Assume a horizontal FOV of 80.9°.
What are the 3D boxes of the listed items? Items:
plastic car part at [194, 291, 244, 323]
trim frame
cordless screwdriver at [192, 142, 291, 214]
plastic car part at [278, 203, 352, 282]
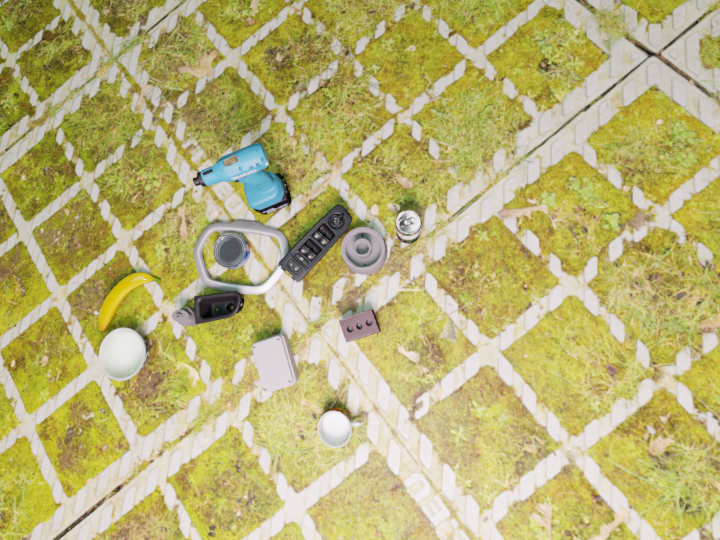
[{"bbox_3d":[-0.323,0.086,0.994,0.118,0.069,0.067,-9,79,8],"label":"plastic car part"},{"bbox_3d":[-0.293,-0.037,1.035,0.254,0.027,0.186,6,80,12],"label":"trim frame"},{"bbox_3d":[-0.255,-0.192,0.949,0.160,0.242,0.076,-20,79,4],"label":"cordless screwdriver"},{"bbox_3d":[-0.096,-0.063,0.983,0.068,0.065,0.203,41,88,13],"label":"plastic car part"}]
